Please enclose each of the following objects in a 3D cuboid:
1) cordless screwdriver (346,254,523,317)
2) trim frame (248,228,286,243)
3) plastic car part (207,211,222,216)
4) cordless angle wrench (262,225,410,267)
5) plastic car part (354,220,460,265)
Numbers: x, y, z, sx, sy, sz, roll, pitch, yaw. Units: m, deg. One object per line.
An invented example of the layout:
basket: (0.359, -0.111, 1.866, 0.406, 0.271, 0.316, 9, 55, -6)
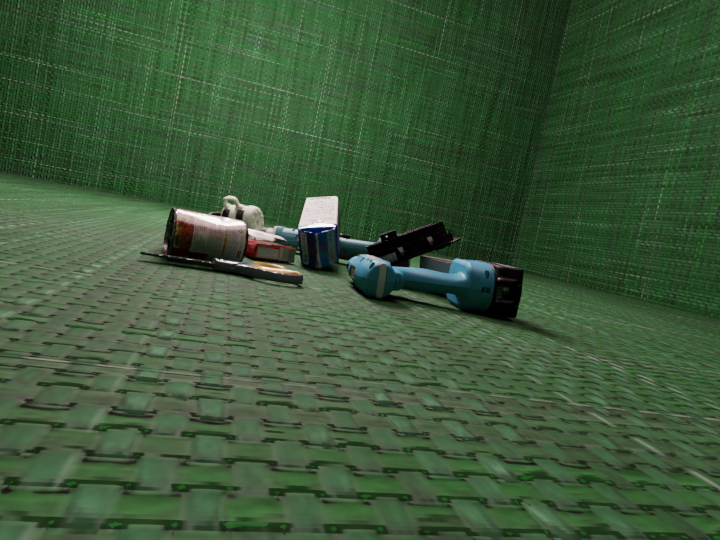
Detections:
cordless screwdriver: (0.104, 0.012, 0.653, 0.244, 0.074, 0.163, 6, 6, -11)
trim frame: (-0.263, -0.074, 0.860, 0.193, 0.028, 0.236, 4, -5, 32)
plastic car part: (-0.354, -0.103, 0.989, 0.073, 0.066, 0.113, -3, 3, 21)
cordless angle wrench: (-0.097, -0.063, 0.991, 0.436, 0.075, 0.094, 9, -11, 17)
plastic car part: (0.077, -0.044, 0.779, 0.204, 0.067, 0.065, -15, -3, 5)
